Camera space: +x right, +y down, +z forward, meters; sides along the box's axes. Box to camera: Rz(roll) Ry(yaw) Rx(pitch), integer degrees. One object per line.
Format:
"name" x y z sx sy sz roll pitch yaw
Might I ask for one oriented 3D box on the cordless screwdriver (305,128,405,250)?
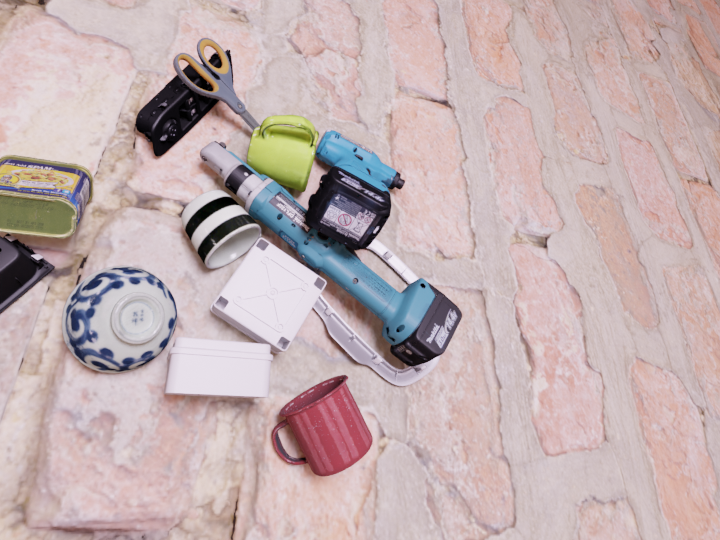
"cordless screwdriver" 0.004 -0.122 0.620 0.155 0.074 0.255 24 30 -14

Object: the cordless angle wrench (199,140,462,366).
"cordless angle wrench" -0.057 -0.037 0.585 0.425 0.074 0.097 39 56 3

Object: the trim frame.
"trim frame" 0.026 0.051 0.629 0.248 0.028 0.182 45 59 0

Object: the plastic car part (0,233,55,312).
"plastic car part" -0.399 0.008 0.443 0.065 0.071 0.116 35 55 -7

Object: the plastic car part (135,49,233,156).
"plastic car part" -0.262 -0.257 0.627 0.067 0.066 0.205 24 60 -3
